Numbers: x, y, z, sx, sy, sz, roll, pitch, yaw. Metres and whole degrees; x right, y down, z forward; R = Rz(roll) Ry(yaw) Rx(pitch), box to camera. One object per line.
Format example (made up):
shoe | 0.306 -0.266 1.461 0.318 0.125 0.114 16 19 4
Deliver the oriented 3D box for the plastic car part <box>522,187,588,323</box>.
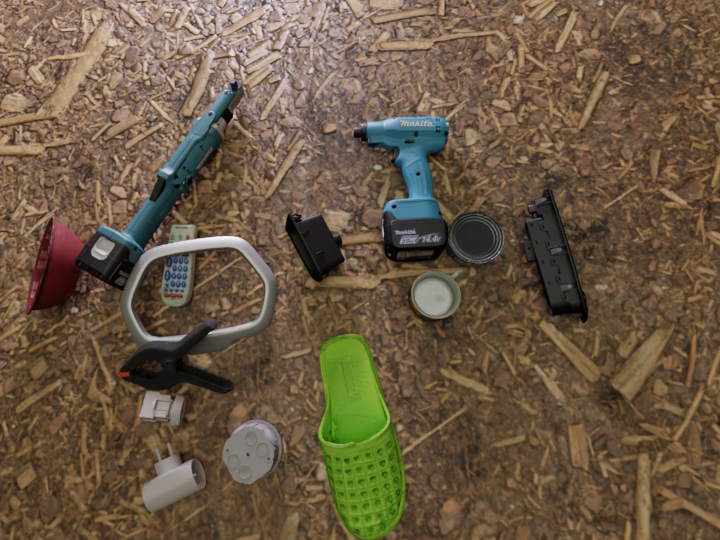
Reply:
plastic car part | 0.290 -0.018 0.639 0.068 0.064 0.207 -16 74 9

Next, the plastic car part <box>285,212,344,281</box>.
plastic car part | -0.067 -0.044 0.689 0.070 0.065 0.119 -28 78 -18

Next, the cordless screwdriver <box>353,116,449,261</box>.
cordless screwdriver | 0.064 -0.142 0.693 0.161 0.072 0.253 1 71 6

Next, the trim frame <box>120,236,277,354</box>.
trim frame | -0.258 0.041 0.679 0.246 0.027 0.185 -9 85 -6

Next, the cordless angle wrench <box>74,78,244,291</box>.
cordless angle wrench | -0.320 -0.165 0.737 0.076 0.096 0.424 26 75 8
